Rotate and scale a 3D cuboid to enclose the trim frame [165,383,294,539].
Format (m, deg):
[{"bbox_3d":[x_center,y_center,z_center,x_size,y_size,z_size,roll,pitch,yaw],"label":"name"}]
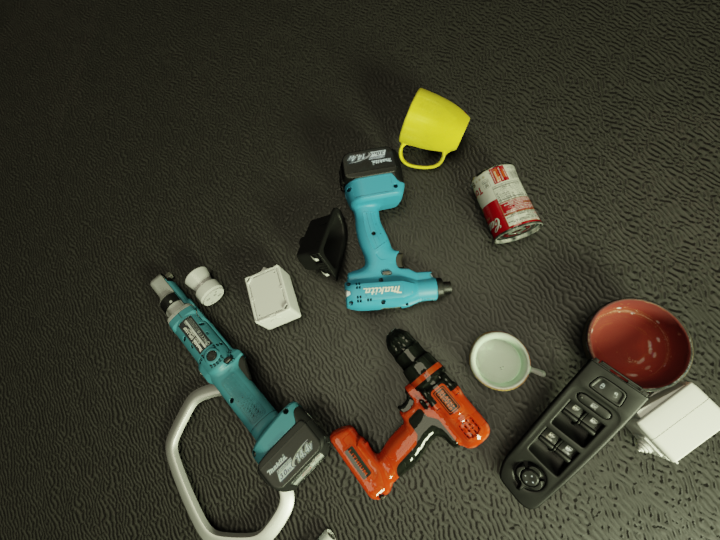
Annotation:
[{"bbox_3d":[-0.204,0.296,0.652,0.184,0.026,0.258,-37,67,3],"label":"trim frame"}]

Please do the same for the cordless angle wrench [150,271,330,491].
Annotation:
[{"bbox_3d":[-0.222,0.142,0.667,0.097,0.071,0.444,-42,61,-15],"label":"cordless angle wrench"}]

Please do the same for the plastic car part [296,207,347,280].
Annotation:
[{"bbox_3d":[-0.067,-0.044,0.686,0.073,0.062,0.119,-12,44,23],"label":"plastic car part"}]

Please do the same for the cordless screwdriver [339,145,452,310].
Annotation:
[{"bbox_3d":[0.047,-0.066,0.661,0.160,0.073,0.253,-5,77,1],"label":"cordless screwdriver"}]

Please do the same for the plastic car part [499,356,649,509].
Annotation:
[{"bbox_3d":[0.247,0.199,0.521,0.068,0.065,0.203,37,101,15],"label":"plastic car part"}]
